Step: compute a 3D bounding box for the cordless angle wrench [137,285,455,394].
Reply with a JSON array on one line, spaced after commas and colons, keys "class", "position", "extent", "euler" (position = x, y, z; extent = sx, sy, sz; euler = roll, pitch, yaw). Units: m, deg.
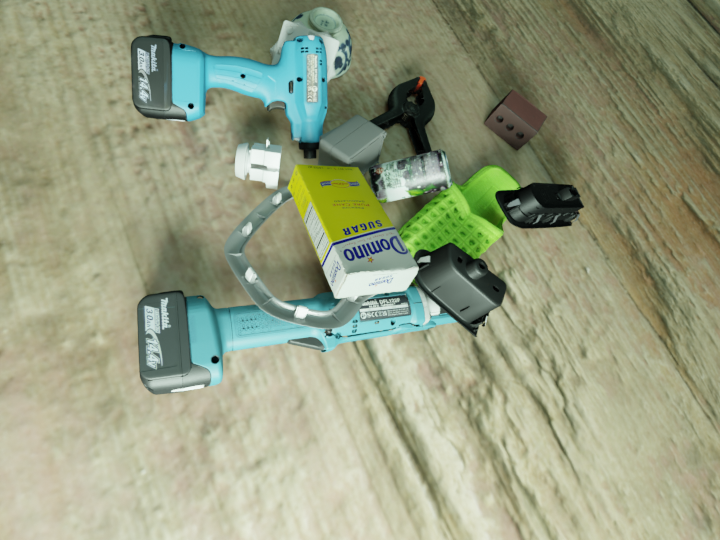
[{"class": "cordless angle wrench", "position": [-0.028, 0.057, 0.493], "extent": [0.410, 0.075, 0.100], "euler": [-5, 69, -21]}]

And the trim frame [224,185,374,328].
[{"class": "trim frame", "position": [-0.049, -0.032, 0.506], "extent": [0.186, 0.027, 0.248], "euler": [27, 41, 4]}]

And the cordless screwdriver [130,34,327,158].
[{"class": "cordless screwdriver", "position": [-0.165, -0.226, 0.561], "extent": [0.244, 0.077, 0.156], "euler": [-5, 106, -13]}]

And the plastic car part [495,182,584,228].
[{"class": "plastic car part", "position": [0.277, -0.098, 0.626], "extent": [0.194, 0.069, 0.067], "euler": [-8, 80, -36]}]

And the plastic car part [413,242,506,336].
[{"class": "plastic car part", "position": [0.124, 0.012, 0.503], "extent": [0.115, 0.072, 0.066], "euler": [41, 53, -9]}]
